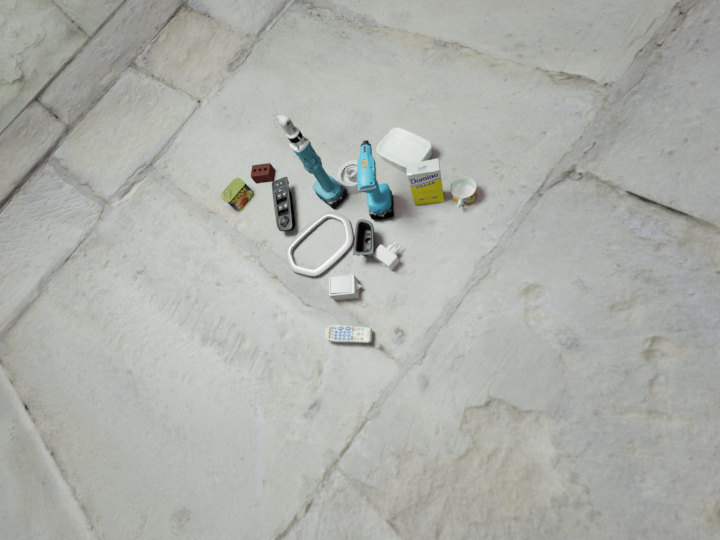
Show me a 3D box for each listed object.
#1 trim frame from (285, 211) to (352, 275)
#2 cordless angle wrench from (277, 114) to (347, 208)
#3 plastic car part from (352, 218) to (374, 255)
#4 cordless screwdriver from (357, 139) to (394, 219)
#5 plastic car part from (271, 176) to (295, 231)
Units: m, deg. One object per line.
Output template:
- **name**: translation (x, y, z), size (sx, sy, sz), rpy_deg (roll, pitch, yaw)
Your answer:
- **trim frame**: translation (-0.135, -0.088, 1.383), size (0.248, 0.026, 0.193), rpy_deg (-44, 61, -2)
- **cordless angle wrench**: translation (-0.145, -0.322, 1.269), size (0.103, 0.404, 0.074), rpy_deg (40, 85, 25)
- **plastic car part**: translation (0.019, -0.093, 1.305), size (0.068, 0.068, 0.119), rpy_deg (-3, 68, 17)
- **cordless screwdriver**: translation (0.041, -0.264, 1.271), size (0.076, 0.237, 0.163), rpy_deg (-7, 68, 14)
- **plastic car part**: translation (-0.262, -0.220, 1.463), size (0.067, 0.064, 0.209), rpy_deg (-15, 64, 12)
